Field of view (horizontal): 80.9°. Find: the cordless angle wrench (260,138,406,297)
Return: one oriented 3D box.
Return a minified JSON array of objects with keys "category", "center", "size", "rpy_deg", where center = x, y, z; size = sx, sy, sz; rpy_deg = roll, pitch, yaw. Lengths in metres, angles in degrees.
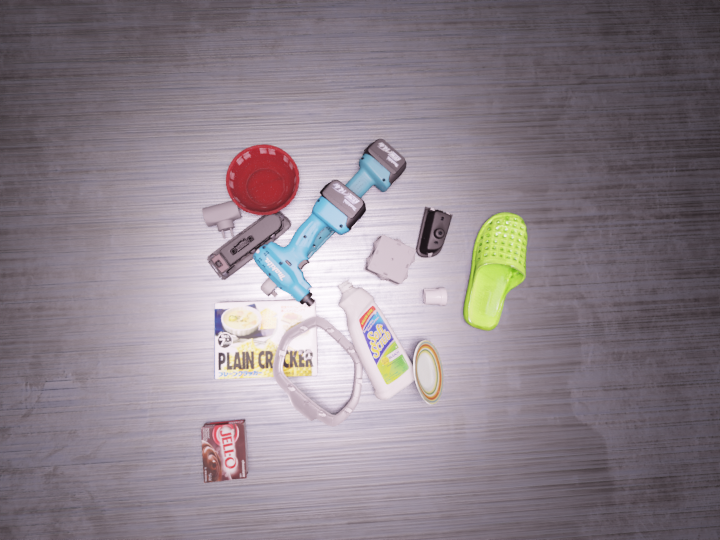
[{"category":"cordless angle wrench","center":[-0.072,-0.109,0.939],"size":[0.098,0.074,0.422],"rpy_deg":[42,87,1]}]

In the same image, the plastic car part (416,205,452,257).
[{"category":"plastic car part","center":[0.169,-0.086,0.941],"size":[0.066,0.071,0.117],"rpy_deg":[16,81,-2]}]

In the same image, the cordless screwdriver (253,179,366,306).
[{"category":"cordless screwdriver","center":[-0.085,-0.056,0.871],"size":[0.249,0.073,0.161],"rpy_deg":[-45,86,3]}]

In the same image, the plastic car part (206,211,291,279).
[{"category":"plastic car part","center":[-0.246,-0.066,0.934],"size":[0.202,0.066,0.067],"rpy_deg":[-38,82,-8]}]

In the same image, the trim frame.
[{"category":"trim frame","center":[-0.077,0.209,0.866],"size":[0.238,0.029,0.184],"rpy_deg":[49,58,-26]}]
